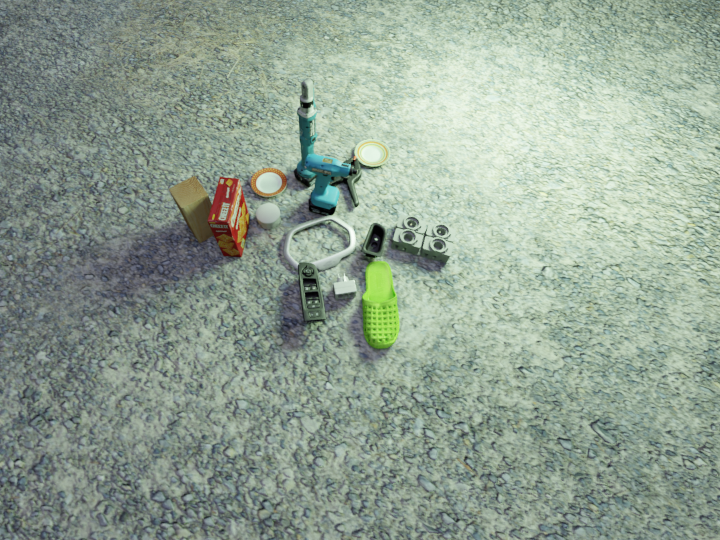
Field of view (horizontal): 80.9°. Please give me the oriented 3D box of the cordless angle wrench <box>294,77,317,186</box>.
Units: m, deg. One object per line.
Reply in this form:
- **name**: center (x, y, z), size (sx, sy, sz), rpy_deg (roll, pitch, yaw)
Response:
- **cordless angle wrench**: center (-0.168, -0.433, 1.355), size (0.077, 0.413, 0.097), rpy_deg (40, 67, 14)

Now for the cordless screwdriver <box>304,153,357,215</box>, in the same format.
- **cordless screwdriver**: center (-0.095, -0.270, 1.363), size (0.161, 0.243, 0.075), rpy_deg (14, 63, 4)

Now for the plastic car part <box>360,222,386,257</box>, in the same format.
- **plastic car part**: center (0.045, -0.087, 1.361), size (0.067, 0.069, 0.118), rpy_deg (16, 63, 5)

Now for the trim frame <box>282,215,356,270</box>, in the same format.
- **trim frame**: center (-0.136, -0.089, 1.386), size (0.245, 0.027, 0.191), rpy_deg (-21, 64, -11)

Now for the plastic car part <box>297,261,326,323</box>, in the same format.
- **plastic car part**: center (-0.150, 0.069, 1.278), size (0.066, 0.065, 0.210), rpy_deg (-8, 62, -7)
